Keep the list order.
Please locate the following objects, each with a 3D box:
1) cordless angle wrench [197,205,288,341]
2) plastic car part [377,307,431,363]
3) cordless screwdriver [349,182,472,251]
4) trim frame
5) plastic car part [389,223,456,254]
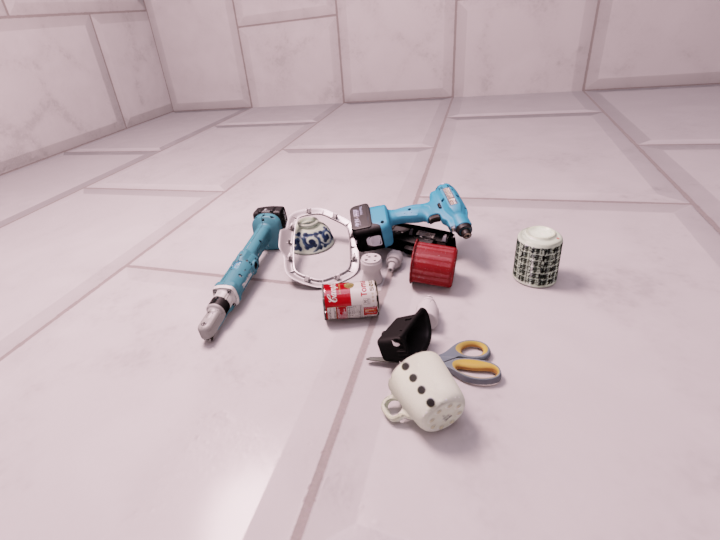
[{"bbox_3d":[-0.254,-0.010,0.932,0.076,0.094,0.429,-2,35,12],"label":"cordless angle wrench"},{"bbox_3d":[0.066,0.109,0.681,0.073,0.065,0.115,-13,15,28],"label":"plastic car part"},{"bbox_3d":[0.107,-0.102,0.922,0.251,0.071,0.165,-15,45,5],"label":"cordless screwdriver"},{"bbox_3d":[-0.095,-0.062,0.970,0.183,0.027,0.256,2,50,-4],"label":"trim frame"},{"bbox_3d":[0.115,-0.068,0.982,0.214,0.063,0.067,20,65,35],"label":"plastic car part"}]
